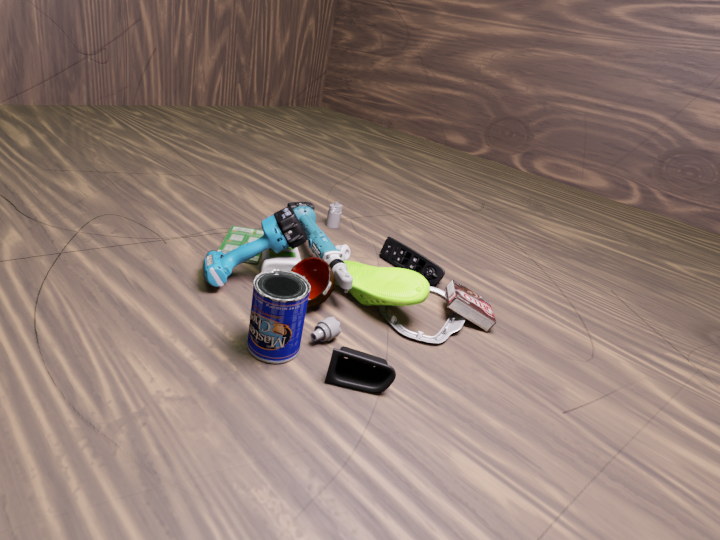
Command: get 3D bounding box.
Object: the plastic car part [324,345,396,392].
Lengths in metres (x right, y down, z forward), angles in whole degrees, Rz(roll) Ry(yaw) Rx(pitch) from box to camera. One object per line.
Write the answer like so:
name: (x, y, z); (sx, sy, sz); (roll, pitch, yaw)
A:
plastic car part: (0.000, 0.172, 0.764); (0.116, 0.065, 0.072); (14, 13, -2)

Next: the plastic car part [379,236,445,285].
plastic car part: (0.147, -0.019, 1.158); (0.215, 0.066, 0.063); (35, 9, 41)

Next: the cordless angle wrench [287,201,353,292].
cordless angle wrench: (-0.107, -0.070, 1.096); (0.072, 0.096, 0.445); (-4, 28, -23)

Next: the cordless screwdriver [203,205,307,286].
cordless screwdriver: (-0.256, -0.062, 0.994); (0.247, 0.071, 0.166); (-31, 28, -7)

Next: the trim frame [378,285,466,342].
trim frame: (0.149, 0.090, 0.989); (0.192, 0.027, 0.243); (23, 29, 21)
